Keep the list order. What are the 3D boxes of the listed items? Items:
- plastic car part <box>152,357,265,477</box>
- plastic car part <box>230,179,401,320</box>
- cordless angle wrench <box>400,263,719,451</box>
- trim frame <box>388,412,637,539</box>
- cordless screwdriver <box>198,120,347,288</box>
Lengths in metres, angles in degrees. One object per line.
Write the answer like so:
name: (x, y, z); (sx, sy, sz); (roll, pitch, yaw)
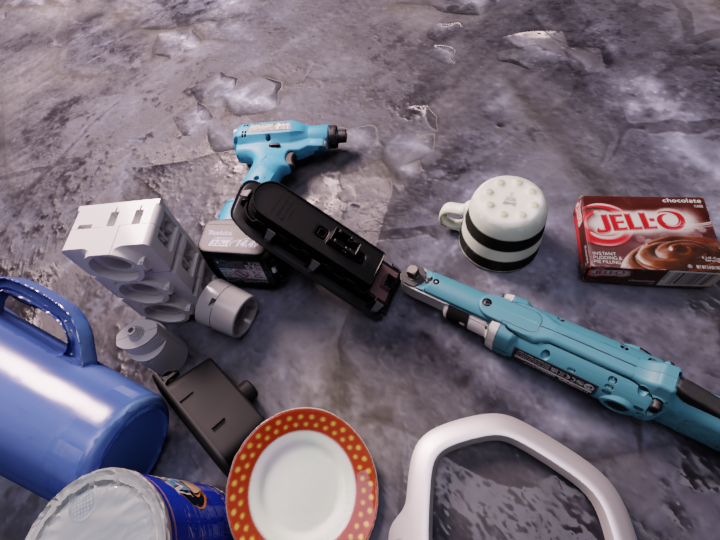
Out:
plastic car part: (-0.138, 0.133, 0.413); (0.122, 0.064, 0.070); (34, 56, 23)
plastic car part: (-0.043, -0.028, 0.435); (0.202, 0.067, 0.066); (32, 71, -4)
cordless angle wrench: (0.223, 0.090, 0.351); (0.444, 0.093, 0.074); (25, 66, 28)
trim frame: (0.112, 0.237, 0.313); (0.187, 0.026, 0.254); (-1, 61, 10)
cordless screwdriver: (-0.103, -0.101, 0.539); (0.162, 0.071, 0.255); (-2, 55, 9)
